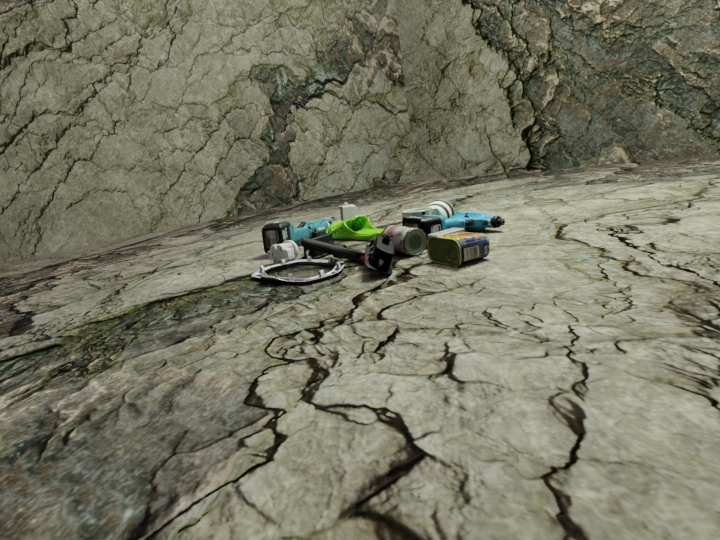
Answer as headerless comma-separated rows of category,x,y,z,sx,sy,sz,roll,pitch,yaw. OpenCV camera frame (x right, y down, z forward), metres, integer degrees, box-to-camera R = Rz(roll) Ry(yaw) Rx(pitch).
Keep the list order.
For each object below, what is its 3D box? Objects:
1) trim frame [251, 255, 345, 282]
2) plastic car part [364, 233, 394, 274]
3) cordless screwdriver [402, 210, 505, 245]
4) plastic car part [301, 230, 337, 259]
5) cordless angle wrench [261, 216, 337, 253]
trim frame,-0.150,-0.004,1.012,0.261,0.027,0.178,6,22,42
plastic car part,0.049,-0.042,0.943,0.066,0.067,0.204,28,19,-4
cordless screwdriver,0.243,-0.118,1.118,0.240,0.073,0.167,-13,14,-30
plastic car part,-0.115,-0.075,1.178,0.069,0.070,0.112,1,13,42
cordless angle wrench,-0.179,-0.135,1.433,0.077,0.097,0.411,-3,11,25
